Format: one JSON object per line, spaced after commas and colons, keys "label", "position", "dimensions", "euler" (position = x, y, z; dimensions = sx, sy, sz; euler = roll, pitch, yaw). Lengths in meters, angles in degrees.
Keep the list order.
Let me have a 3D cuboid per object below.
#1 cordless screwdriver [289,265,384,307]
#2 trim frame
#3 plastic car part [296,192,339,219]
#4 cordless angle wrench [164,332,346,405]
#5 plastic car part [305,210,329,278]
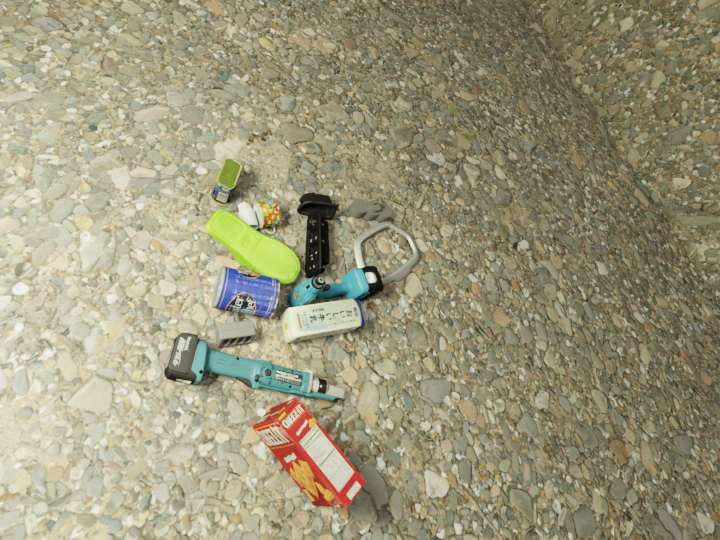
{"label": "cordless screwdriver", "position": [-0.051, 0.039, 1.097], "dimensions": [0.239, 0.161, 0.076], "euler": [-9, 72, -32]}
{"label": "trim frame", "position": [0.081, -0.054, 1.293], "dimensions": [0.243, 0.028, 0.187], "euler": [-33, 80, -37]}
{"label": "plastic car part", "position": [-0.131, -0.201, 1.256], "dimensions": [0.113, 0.065, 0.073], "euler": [9, 46, -19]}
{"label": "cordless angle wrench", "position": [-0.221, 0.239, 0.964], "dimensions": [0.409, 0.075, 0.100], "euler": [19, 58, -19]}
{"label": "plastic car part", "position": [-0.116, -0.076, 1.188], "dimensions": [0.064, 0.068, 0.209], "euler": [12, 59, -34]}
